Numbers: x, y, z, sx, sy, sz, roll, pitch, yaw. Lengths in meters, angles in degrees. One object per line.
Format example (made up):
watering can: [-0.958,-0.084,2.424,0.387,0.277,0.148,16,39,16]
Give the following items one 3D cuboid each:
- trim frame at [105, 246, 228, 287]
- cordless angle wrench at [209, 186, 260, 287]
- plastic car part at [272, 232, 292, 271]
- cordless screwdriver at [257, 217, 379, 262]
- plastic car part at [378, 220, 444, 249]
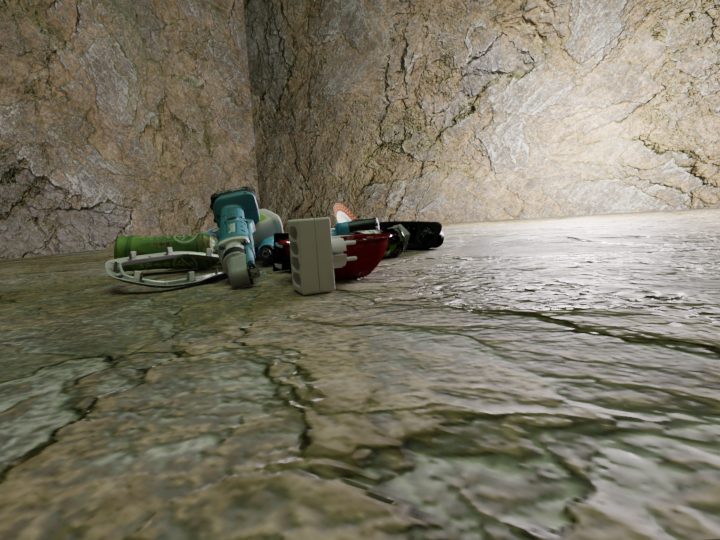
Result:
trim frame: [-0.285,-0.010,0.684,0.192,0.027,0.240,14,12,25]
cordless angle wrench: [-0.217,-0.066,0.738,0.097,0.072,0.440,-15,25,-11]
plastic car part: [-0.079,-0.024,0.691,0.113,0.065,0.074,-3,20,-22]
cordless screwdriver: [-0.084,-0.055,0.858,0.249,0.074,0.160,-8,7,0]
plastic car part: [0.105,-0.073,0.957,0.063,0.067,0.213,25,-14,-37]
